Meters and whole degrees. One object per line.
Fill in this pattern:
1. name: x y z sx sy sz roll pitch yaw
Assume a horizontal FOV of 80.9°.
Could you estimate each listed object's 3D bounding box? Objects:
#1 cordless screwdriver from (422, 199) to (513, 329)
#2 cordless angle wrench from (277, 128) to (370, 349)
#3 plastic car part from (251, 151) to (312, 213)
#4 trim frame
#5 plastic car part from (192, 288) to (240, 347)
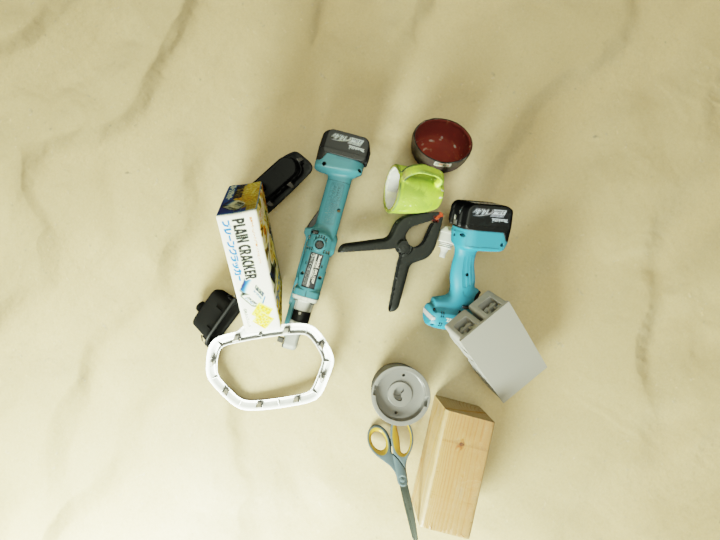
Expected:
1. cordless screwdriver: 0.220 -0.002 0.785 0.156 0.076 0.246 9 102 -10
2. cordless angle wrench: -0.079 -0.052 0.812 0.098 0.074 0.423 16 90 0
3. plastic car part: -0.184 -0.152 0.800 0.204 0.065 0.068 -38 78 9
4. trim frame: -0.173 0.181 0.798 0.251 0.028 0.181 -8 102 8
5. plastic car part: -0.283 0.082 0.817 0.073 0.064 0.116 40 92 14
